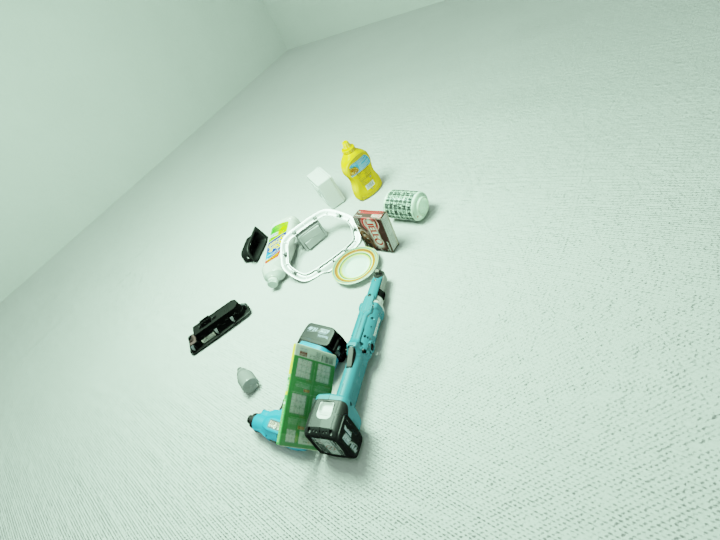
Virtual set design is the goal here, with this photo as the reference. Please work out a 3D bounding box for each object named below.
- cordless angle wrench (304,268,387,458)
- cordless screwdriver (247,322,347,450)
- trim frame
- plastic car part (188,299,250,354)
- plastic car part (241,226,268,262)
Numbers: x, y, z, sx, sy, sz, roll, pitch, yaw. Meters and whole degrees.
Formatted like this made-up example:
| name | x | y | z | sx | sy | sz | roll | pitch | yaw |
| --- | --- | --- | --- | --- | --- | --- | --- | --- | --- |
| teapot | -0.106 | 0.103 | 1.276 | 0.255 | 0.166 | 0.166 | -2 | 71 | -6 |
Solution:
| name | x | y | z | sx | sy | sz | roll | pitch | yaw |
| --- | --- | --- | --- | --- | --- | --- | --- | --- | --- |
| cordless angle wrench | -0.001 | 0.158 | 0.875 | 0.077 | 0.093 | 0.427 | -9 | 40 | 28 |
| cordless screwdriver | -0.132 | 0.235 | 0.890 | 0.167 | 0.070 | 0.250 | 0 | 52 | 35 |
| trim frame | -0.117 | -0.077 | 1.198 | 0.247 | 0.026 | 0.192 | -35 | 65 | -6 |
| plastic car part | -0.404 | 0.146 | 1.184 | 0.202 | 0.064 | 0.069 | -32 | 30 | -4 |
| plastic car part | -0.360 | -0.075 | 1.392 | 0.073 | 0.063 | 0.118 | -21 | 40 | 39 |
